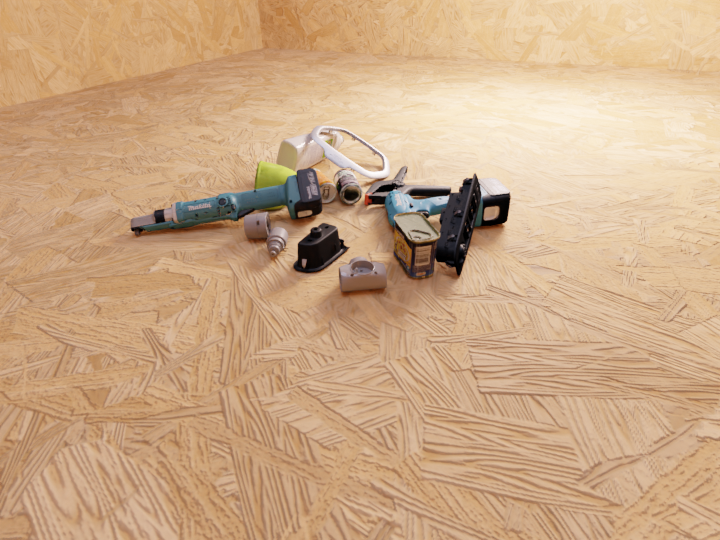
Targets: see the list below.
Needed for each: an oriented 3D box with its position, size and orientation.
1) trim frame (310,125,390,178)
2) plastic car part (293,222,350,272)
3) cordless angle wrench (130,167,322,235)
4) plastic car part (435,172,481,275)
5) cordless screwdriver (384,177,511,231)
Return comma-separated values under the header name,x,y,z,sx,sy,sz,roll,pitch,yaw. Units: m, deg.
name,x,y,z,sx,sy,sz,roll,pitch,yaw
trim frame,-0.026,-0.325,1.153,0.254,0.027,0.181,38,40,10
plastic car part,-0.079,-0.051,0.804,0.069,0.069,0.114,18,37,28
cordless angle wrench,-0.298,-0.140,0.938,0.422,0.073,0.100,-11,73,-2
plastic car part,0.179,-0.088,0.786,0.069,0.063,0.205,4,59,22
cordless screwdriver,0.182,-0.124,0.886,0.250,0.072,0.164,-5,35,3
